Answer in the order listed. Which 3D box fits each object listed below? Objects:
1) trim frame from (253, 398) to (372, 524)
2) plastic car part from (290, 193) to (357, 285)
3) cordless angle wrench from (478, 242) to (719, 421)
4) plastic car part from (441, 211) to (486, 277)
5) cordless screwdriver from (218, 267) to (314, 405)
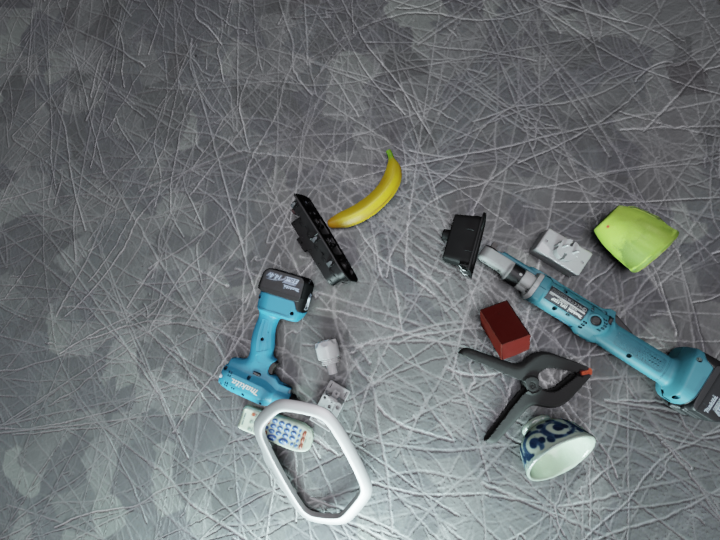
[{"bbox_3d":[-0.087,0.332,0.734,0.187,0.027,0.247,-27,94,19],"label":"trim frame"},{"bbox_3d":[-0.080,-0.052,0.815,0.067,0.064,0.207,-38,78,9],"label":"plastic car part"},{"bbox_3d":[0.395,0.086,0.725,0.435,0.072,0.098,35,86,14],"label":"cordless angle wrench"},{"bbox_3d":[0.186,-0.054,0.785,0.074,0.063,0.117,10,79,21],"label":"plastic car part"},{"bbox_3d":[-0.150,0.128,0.790,0.162,0.073,0.249,20,88,9],"label":"cordless screwdriver"}]
